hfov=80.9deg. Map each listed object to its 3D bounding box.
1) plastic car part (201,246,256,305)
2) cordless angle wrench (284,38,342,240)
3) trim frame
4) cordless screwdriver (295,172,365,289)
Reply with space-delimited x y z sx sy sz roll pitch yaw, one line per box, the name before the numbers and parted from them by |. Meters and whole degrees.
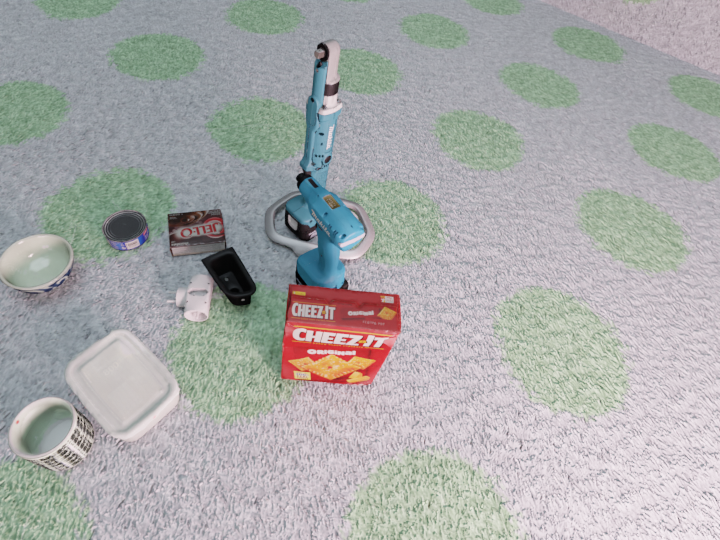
plastic car part | -0.243 0.024 0.800 0.064 0.069 0.122 -26 62 -25
cordless angle wrench | -0.080 -0.219 0.784 0.096 0.415 0.077 -34 69 -30
trim frame | -0.091 -0.101 0.937 0.250 0.027 0.187 13 53 2
cordless screwdriver | -0.075 -0.049 0.766 0.072 0.244 0.166 -25 63 -26
